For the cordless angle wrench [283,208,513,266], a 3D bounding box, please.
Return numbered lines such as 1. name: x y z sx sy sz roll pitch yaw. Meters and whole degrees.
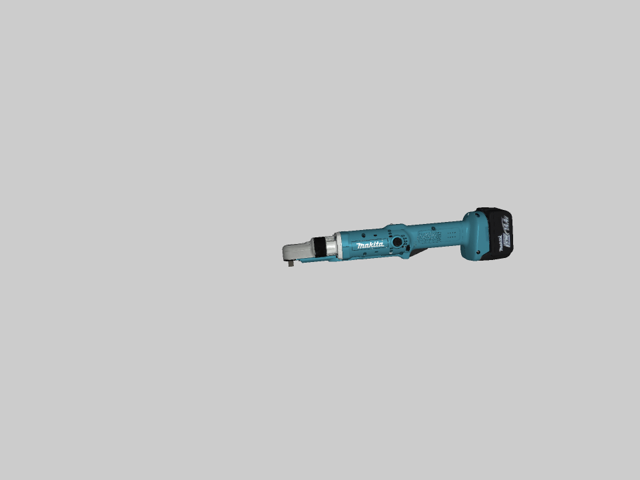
1. cordless angle wrench: 0.140 0.003 0.797 0.423 0.098 0.074 -5 6 -3
